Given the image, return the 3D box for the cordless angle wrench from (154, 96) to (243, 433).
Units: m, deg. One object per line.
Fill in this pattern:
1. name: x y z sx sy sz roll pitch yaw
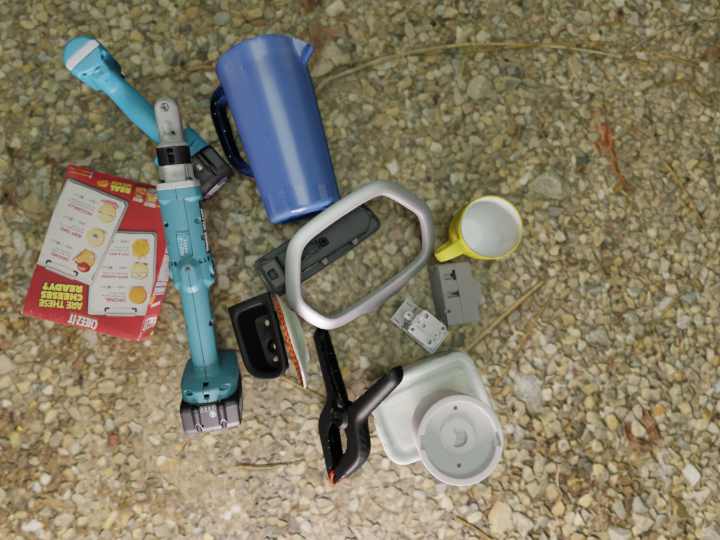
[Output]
1. cordless angle wrench: -0.216 -0.003 0.544 0.073 0.100 0.417 -7 101 -10

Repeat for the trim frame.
1. trim frame: 0.002 -0.020 0.608 0.247 0.029 0.177 -36 114 -10

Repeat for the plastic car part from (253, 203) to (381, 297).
1. plastic car part: -0.062 -0.040 0.630 0.201 0.066 0.067 -32 83 -8

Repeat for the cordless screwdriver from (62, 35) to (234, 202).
1. cordless screwdriver: -0.296 -0.208 0.609 0.074 0.164 0.242 -44 106 -4

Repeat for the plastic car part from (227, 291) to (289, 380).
1. plastic car part: -0.134 0.099 0.605 0.066 0.068 0.119 -22 74 6
